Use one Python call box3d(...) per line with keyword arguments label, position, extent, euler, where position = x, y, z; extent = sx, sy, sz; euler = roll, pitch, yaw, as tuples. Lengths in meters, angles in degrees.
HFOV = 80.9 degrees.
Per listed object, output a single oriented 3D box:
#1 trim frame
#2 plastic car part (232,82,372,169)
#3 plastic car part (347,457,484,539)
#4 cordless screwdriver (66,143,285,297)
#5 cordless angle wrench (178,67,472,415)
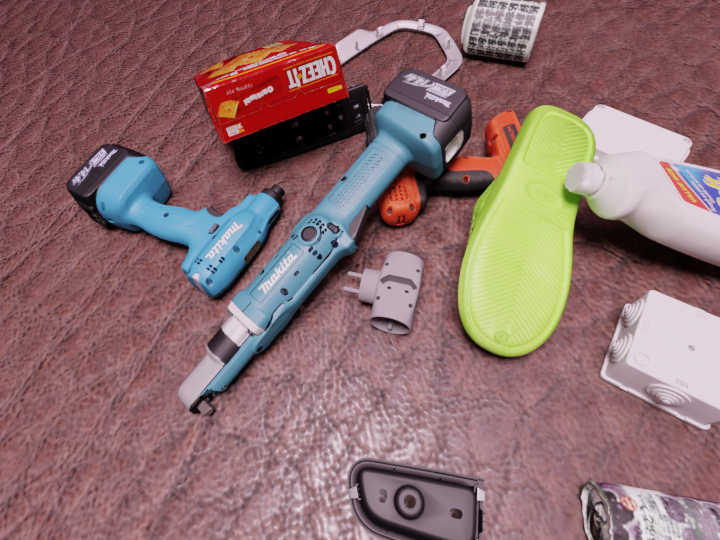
box3d(label="trim frame", position=(0.042, -0.327, 0.665), extent=(0.246, 0.026, 0.193), euler=(-40, 62, -14))
box3d(label="plastic car part", position=(-0.087, -0.206, 0.591), extent=(0.201, 0.063, 0.070), euler=(-25, 52, -8))
box3d(label="plastic car part", position=(0.045, 0.188, 0.339), extent=(0.118, 0.069, 0.067), euler=(9, 60, 8))
box3d(label="cordless screwdriver", position=(-0.228, -0.087, 0.535), extent=(0.257, 0.072, 0.159), euler=(27, 66, 16))
box3d(label="cordless angle wrench", position=(-0.044, -0.029, 0.448), extent=(0.102, 0.071, 0.422), euler=(36, 83, 25))
